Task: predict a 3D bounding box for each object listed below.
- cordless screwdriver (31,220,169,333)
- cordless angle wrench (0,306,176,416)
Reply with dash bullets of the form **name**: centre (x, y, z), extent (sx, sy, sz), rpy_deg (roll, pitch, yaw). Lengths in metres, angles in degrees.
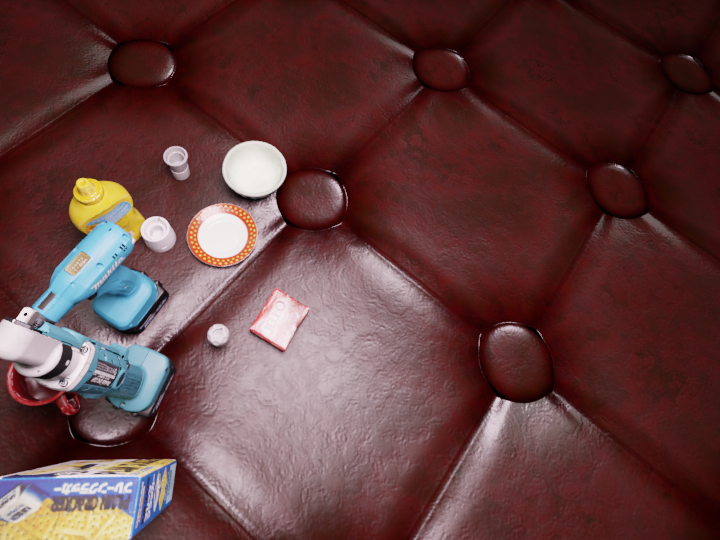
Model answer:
- **cordless screwdriver**: centre (-0.376, 0.041, 0.622), extent (0.075, 0.247, 0.159), rpy_deg (32, 67, 0)
- **cordless angle wrench**: centre (-0.309, 0.119, 0.505), extent (0.074, 0.420, 0.099), rpy_deg (22, 68, -4)
